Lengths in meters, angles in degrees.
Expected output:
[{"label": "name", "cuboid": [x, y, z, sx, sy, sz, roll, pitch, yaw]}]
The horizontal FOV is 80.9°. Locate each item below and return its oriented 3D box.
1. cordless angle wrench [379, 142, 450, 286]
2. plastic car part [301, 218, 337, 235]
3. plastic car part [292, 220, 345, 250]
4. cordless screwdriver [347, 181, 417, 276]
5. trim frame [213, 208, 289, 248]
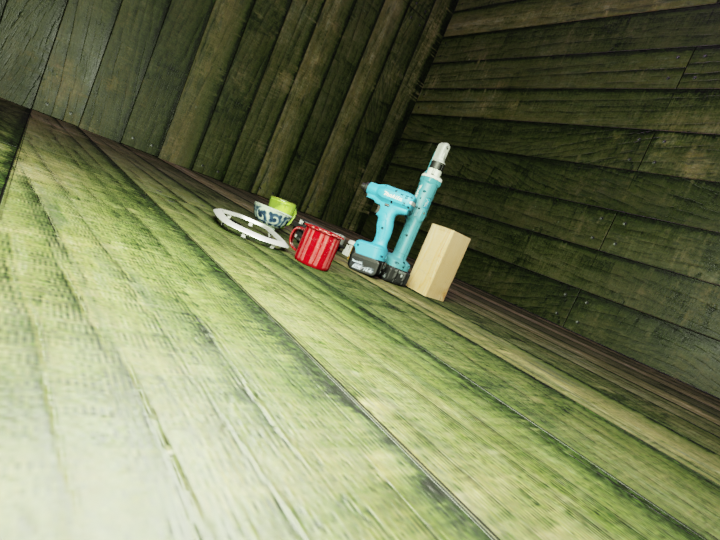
[{"label": "cordless angle wrench", "cuboid": [0.160, -0.164, 1.207, 0.071, 0.422, 0.103, 20, 6, -31]}, {"label": "plastic car part", "cuboid": [-0.134, -0.101, 1.264, 0.116, 0.071, 0.066, 22, 6, -4]}, {"label": "plastic car part", "cuboid": [-0.109, -0.072, 1.118, 0.070, 0.067, 0.193, 26, 7, 31]}, {"label": "cordless screwdriver", "cuboid": [0.035, -0.116, 1.161, 0.166, 0.248, 0.071, 25, 6, 23]}, {"label": "trim frame", "cuboid": [-0.261, -0.100, 1.011, 0.176, 0.027, 0.261, 19, 7, -30]}]
